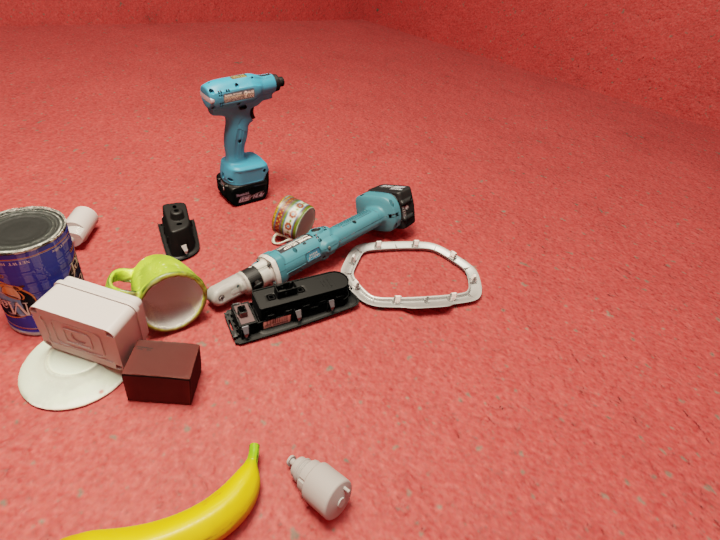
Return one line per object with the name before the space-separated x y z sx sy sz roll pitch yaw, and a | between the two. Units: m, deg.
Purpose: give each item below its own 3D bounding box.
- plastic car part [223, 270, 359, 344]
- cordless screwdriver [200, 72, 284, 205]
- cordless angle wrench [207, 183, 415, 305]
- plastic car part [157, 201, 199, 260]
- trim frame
plastic car part | -0.096 0.042 0.627 0.196 0.065 0.070 -11 35 -26
cordless screwdriver | -0.218 -0.259 0.833 0.155 0.242 0.078 -25 50 -30
cordless angle wrench | -0.071 -0.047 0.728 0.413 0.072 0.103 -31 31 -33
plastic car part | -0.316 -0.078 0.734 0.064 0.069 0.123 -12 39 -23
trim frame | 0.088 0.003 0.729 0.243 0.027 0.192 -1 40 -13
